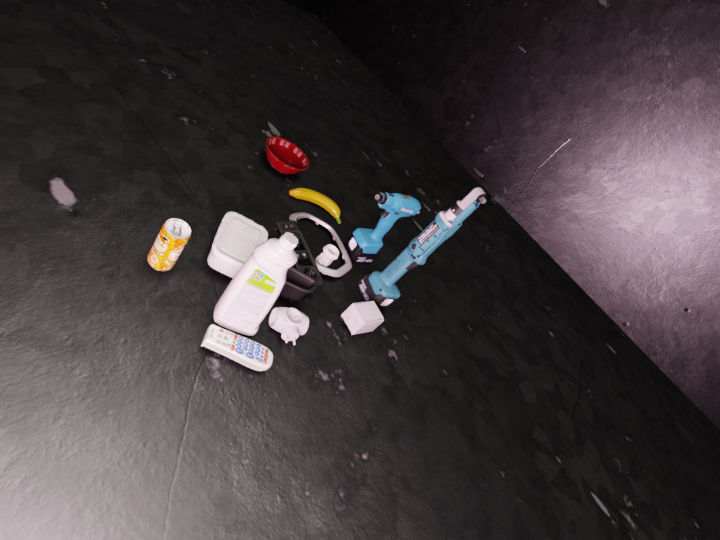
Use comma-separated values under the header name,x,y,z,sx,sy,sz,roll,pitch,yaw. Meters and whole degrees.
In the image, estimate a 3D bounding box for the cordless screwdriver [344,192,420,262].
name,x,y,z,sx,sy,sz,roll,pitch,yaw
cordless screwdriver,0.042,-0.127,1.216,0.151,0.250,0.078,7,47,-42

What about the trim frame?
name,x,y,z,sx,sy,sz,roll,pitch,yaw
trim frame,-0.118,-0.077,1.203,0.175,0.028,0.260,6,45,-41

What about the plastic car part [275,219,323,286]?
name,x,y,z,sx,sy,sz,roll,pitch,yaw
plastic car part,-0.163,-0.034,1.069,0.063,0.067,0.212,0,50,-46

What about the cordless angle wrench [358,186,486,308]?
name,x,y,z,sx,sy,sz,roll,pitch,yaw
cordless angle wrench,0.153,-0.055,1.076,0.070,0.426,0.102,11,45,-40

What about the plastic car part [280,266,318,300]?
name,x,y,z,sx,sy,sz,roll,pitch,yaw
plastic car part,-0.166,0.035,0.980,0.113,0.071,0.067,31,34,-15
